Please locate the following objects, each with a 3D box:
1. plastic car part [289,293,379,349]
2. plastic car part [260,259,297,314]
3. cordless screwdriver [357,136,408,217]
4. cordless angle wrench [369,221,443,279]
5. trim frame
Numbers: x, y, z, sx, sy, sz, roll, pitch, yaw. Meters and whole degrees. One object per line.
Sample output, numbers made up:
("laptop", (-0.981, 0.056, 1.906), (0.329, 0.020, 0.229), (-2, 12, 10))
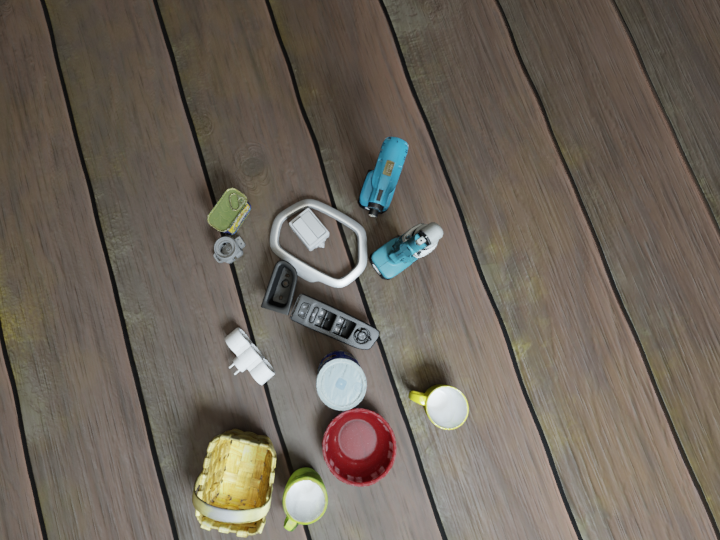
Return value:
("plastic car part", (-0.058, 0.122, 0.971), (0.204, 0.066, 0.066), (24, 84, 3))
("plastic car part", (-0.180, 0.038, 0.982), (0.066, 0.070, 0.117), (16, 83, 0))
("cordless screwdriver", (0.040, -0.172, 0.918), (0.074, 0.248, 0.159), (18, 84, -3))
("cordless angle wrench", (0.090, -0.042, 0.813), (0.097, 0.421, 0.075), (-35, 89, -6))
("trim frame", (-0.099, -0.065, 1.016), (0.251, 0.027, 0.184), (29, 84, 4))
